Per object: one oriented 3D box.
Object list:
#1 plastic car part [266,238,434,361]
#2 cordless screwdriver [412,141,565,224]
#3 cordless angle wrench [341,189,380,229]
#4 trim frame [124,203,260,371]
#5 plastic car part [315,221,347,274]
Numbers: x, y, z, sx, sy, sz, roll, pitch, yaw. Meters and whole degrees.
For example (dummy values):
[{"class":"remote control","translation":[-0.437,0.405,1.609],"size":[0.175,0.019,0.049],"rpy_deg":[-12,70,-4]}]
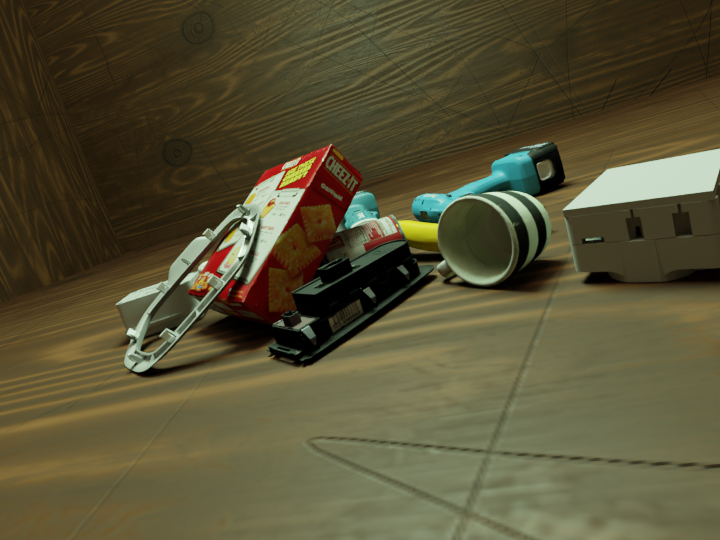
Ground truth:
[{"class":"plastic car part","translation":[-0.006,0.017,0.430],"size":[0.197,0.067,0.069],"rpy_deg":[-25,7,-38]},{"class":"cordless screwdriver","translation":[0.223,-0.138,0.709],"size":[0.247,0.073,0.164],"rpy_deg":[-23,15,-7]},{"class":"cordless angle wrench","translation":[0.004,-0.087,0.786],"size":[0.098,0.073,0.431],"rpy_deg":[-18,16,0]},{"class":"trim frame","translation":[-0.206,0.013,0.509],"size":[0.248,0.026,0.193],"rpy_deg":[-50,31,2]},{"class":"plastic car part","translation":[-0.059,-0.039,0.603],"size":[0.114,0.064,0.074],"rpy_deg":[-12,48,-15]}]
